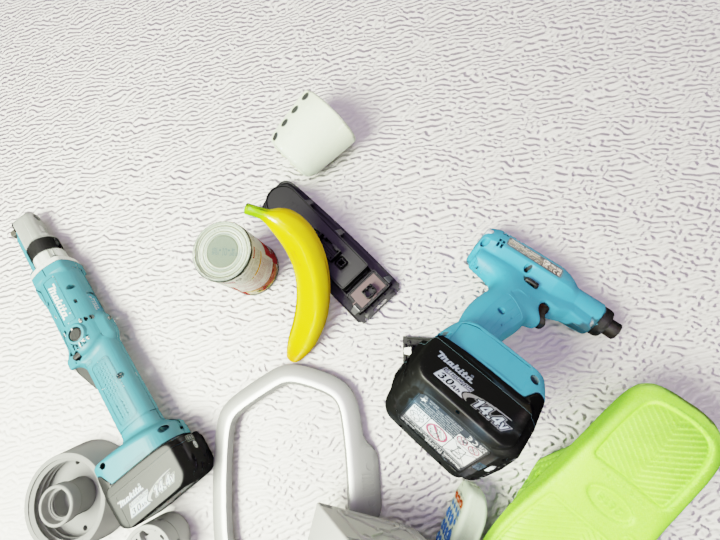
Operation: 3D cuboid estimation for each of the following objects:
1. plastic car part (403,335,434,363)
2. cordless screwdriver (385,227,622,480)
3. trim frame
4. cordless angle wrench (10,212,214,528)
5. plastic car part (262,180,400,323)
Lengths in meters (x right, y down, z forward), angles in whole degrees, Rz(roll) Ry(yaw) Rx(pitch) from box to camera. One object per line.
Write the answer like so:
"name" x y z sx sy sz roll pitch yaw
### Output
"plastic car part" 0.102 0.103 0.433 0.119 0.069 0.067 0 80 12
"cordless screwdriver" 0.141 0.068 0.380 0.164 0.073 0.245 34 47 13
"trim frame" -0.071 0.230 0.456 0.187 0.026 0.253 -7 74 9
"cordless angle wrench" -0.330 0.082 0.517 0.098 0.072 0.438 -40 71 -2
"plastic car part" -0.049 -0.032 0.499 0.066 0.064 0.210 -46 71 4
